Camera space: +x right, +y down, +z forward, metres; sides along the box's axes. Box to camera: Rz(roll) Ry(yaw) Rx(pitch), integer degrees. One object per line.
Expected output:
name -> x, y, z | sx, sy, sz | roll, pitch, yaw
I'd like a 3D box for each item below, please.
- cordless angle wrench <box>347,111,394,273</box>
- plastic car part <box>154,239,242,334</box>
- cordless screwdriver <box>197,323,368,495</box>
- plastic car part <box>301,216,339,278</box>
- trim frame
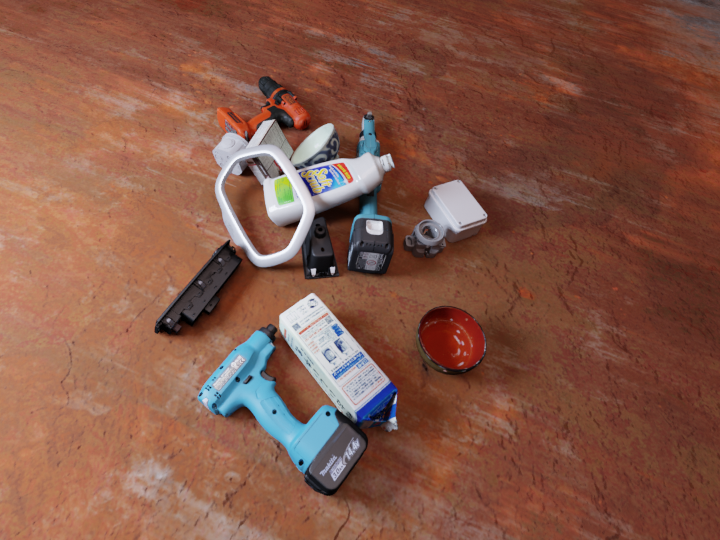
cordless angle wrench -> 0.017, -0.189, 0.888 | 0.074, 0.096, 0.435 | 5, 53, -6
plastic car part -> -0.269, 0.029, 0.731 | 0.067, 0.066, 0.204 | 28, 58, -2
cordless screwdriver -> -0.102, 0.198, 0.634 | 0.257, 0.072, 0.158 | 30, 59, 17
plastic car part -> -0.078, -0.051, 0.795 | 0.065, 0.070, 0.120 | -5, 62, -13
trim frame -> -0.186, -0.125, 0.795 | 0.186, 0.026, 0.256 | -37, 73, 14
